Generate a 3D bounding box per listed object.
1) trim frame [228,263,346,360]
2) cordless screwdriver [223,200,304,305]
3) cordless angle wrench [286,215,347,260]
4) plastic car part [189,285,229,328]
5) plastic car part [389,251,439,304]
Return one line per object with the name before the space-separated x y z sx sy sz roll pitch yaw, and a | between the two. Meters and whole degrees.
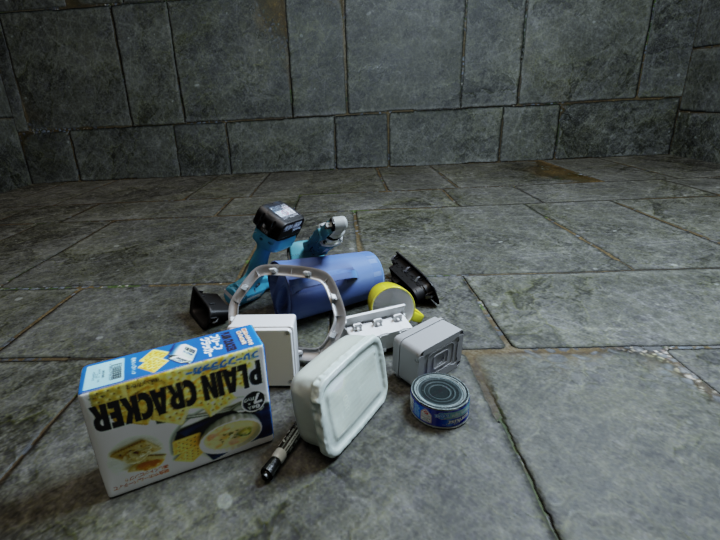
trim frame | -0.144 0.079 0.786 0.258 0.186 0.026 5 -13 22
cordless screwdriver | -0.208 -0.036 0.964 0.077 0.248 0.155 37 25 14
cordless angle wrench | -0.094 -0.061 0.959 0.096 0.075 0.428 -9 -4 -17
plastic car part | -0.320 0.084 0.920 0.068 0.065 0.123 -2 20 -41
plastic car part | 0.115 0.021 0.996 0.066 0.064 0.213 -19 26 -15
